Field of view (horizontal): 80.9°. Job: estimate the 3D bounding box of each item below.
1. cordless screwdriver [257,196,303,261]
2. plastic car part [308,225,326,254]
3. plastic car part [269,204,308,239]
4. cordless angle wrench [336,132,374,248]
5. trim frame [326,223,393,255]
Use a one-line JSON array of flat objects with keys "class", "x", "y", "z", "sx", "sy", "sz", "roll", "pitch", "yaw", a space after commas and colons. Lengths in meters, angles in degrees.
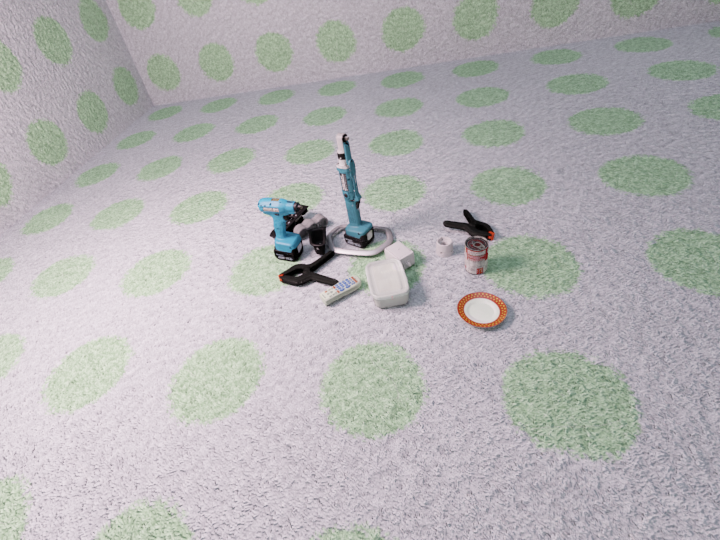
[{"class": "cordless screwdriver", "x": -0.252, "y": -0.144, "z": 1.469, "sx": 0.165, "sy": 0.238, "sz": 0.074, "roll": 8, "pitch": 43, "yaw": 22}, {"class": "plastic car part", "x": -0.148, "y": -0.097, "z": 1.516, "sx": 0.066, "sy": 0.068, "sz": 0.121, "roll": -11, "pitch": 40, "yaw": 2}, {"class": "plastic car part", "x": -0.278, "y": -0.178, "z": 1.649, "sx": 0.070, "sy": 0.064, "sz": 0.201, "roll": 17, "pitch": 49, "yaw": 31}, {"class": "cordless angle wrench", "x": -0.031, "y": -0.261, "z": 1.407, "sx": 0.103, "sy": 0.406, "sz": 0.073, "roll": 20, "pitch": 49, "yaw": 33}, {"class": "trim frame", "x": -0.005, "y": -0.115, "z": 1.525, "sx": 0.257, "sy": 0.026, "sz": 0.186, "roll": 3, "pitch": 44, "yaw": 20}]
